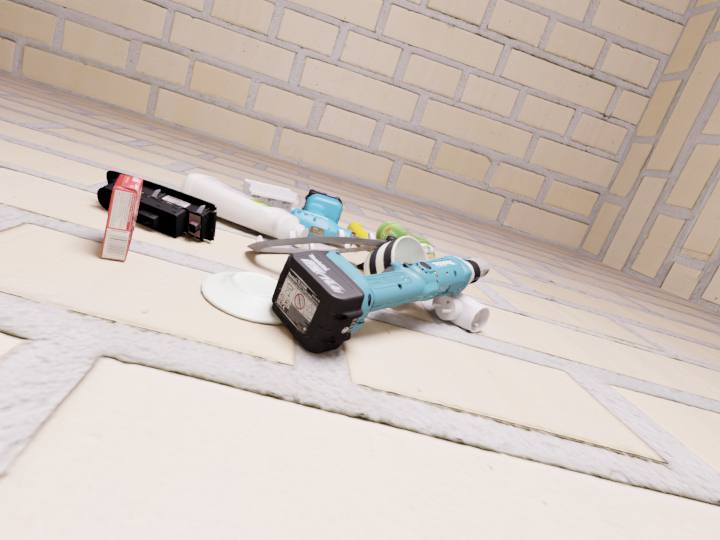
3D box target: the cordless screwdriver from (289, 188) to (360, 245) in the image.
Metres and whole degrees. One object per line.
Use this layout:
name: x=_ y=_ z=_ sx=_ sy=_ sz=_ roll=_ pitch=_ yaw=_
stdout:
cordless screwdriver: x=-0.076 y=-0.119 z=0.985 sx=0.159 sy=0.074 sz=0.252 roll=17 pitch=19 yaw=-4

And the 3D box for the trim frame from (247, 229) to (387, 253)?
trim frame: x=-0.068 y=-0.045 z=0.700 sx=0.192 sy=0.028 sz=0.237 roll=-6 pitch=-2 yaw=41

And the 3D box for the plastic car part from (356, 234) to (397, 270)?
plastic car part: x=0.048 y=-0.032 z=0.817 sx=0.068 sy=0.070 sz=0.114 roll=23 pitch=18 yaw=13

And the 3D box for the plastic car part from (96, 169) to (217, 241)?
plastic car part: x=-0.323 y=-0.095 z=0.652 sx=0.209 sy=0.065 sz=0.066 roll=23 pitch=41 yaw=14

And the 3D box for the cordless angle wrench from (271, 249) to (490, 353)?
cordless angle wrench: x=0.074 y=0.014 z=0.575 sx=0.404 sy=0.074 sz=0.103 roll=-8 pitch=40 yaw=-47
